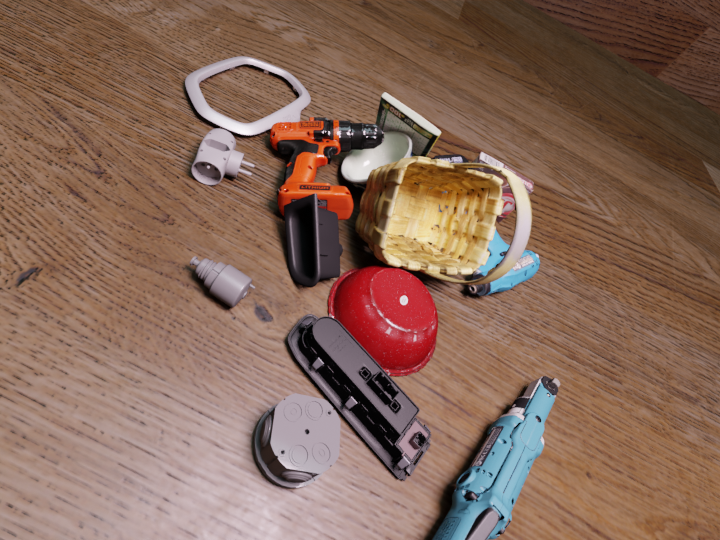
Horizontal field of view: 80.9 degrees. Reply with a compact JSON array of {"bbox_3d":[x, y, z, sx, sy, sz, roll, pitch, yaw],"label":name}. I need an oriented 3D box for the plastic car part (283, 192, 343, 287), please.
[{"bbox_3d":[-0.055,-0.036,0.565,0.067,0.068,0.118,0,80,-45],"label":"plastic car part"}]

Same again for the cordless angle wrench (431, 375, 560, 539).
[{"bbox_3d":[0.125,0.234,0.430,0.076,0.098,0.412,47,45,10],"label":"cordless angle wrench"}]

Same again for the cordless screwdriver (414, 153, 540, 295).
[{"bbox_3d":[0.176,-0.076,0.706,0.154,0.074,0.257,-18,67,-35],"label":"cordless screwdriver"}]

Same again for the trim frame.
[{"bbox_3d":[-0.192,-0.311,0.747,0.186,0.027,0.246,35,45,5],"label":"trim frame"}]

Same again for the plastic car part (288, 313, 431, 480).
[{"bbox_3d":[-0.001,0.126,0.469,0.209,0.066,0.065,44,55,14],"label":"plastic car part"}]
